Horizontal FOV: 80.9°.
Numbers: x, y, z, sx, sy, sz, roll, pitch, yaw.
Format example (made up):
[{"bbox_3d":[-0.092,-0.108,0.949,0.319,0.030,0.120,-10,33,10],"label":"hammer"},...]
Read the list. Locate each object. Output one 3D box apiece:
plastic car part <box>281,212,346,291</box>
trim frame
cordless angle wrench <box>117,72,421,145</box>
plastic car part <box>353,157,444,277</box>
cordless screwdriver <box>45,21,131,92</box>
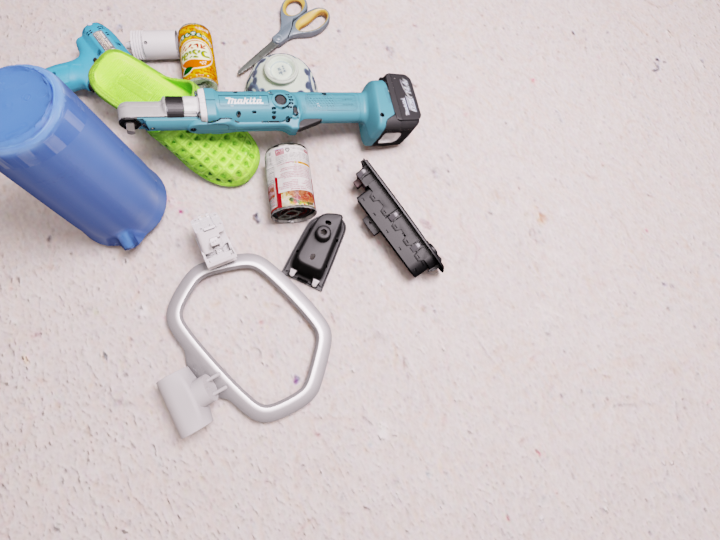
[{"bbox_3d":[-0.059,-0.039,0.608,0.066,0.071,0.117,25,77,-3],"label":"plastic car part"},{"bbox_3d":[-0.154,0.087,0.588,0.251,0.027,0.183,44,74,6],"label":"trim frame"},{"bbox_3d":[-0.118,-0.229,0.609,0.411,0.075,0.100,-8,77,-20],"label":"cordless angle wrench"},{"bbox_3d":[0.049,-0.069,0.631,0.067,0.065,0.206,-38,81,-5],"label":"plastic car part"},{"bbox_3d":[-0.450,-0.261,0.637,0.246,0.074,0.162,-38,82,-18],"label":"cordless screwdriver"}]
